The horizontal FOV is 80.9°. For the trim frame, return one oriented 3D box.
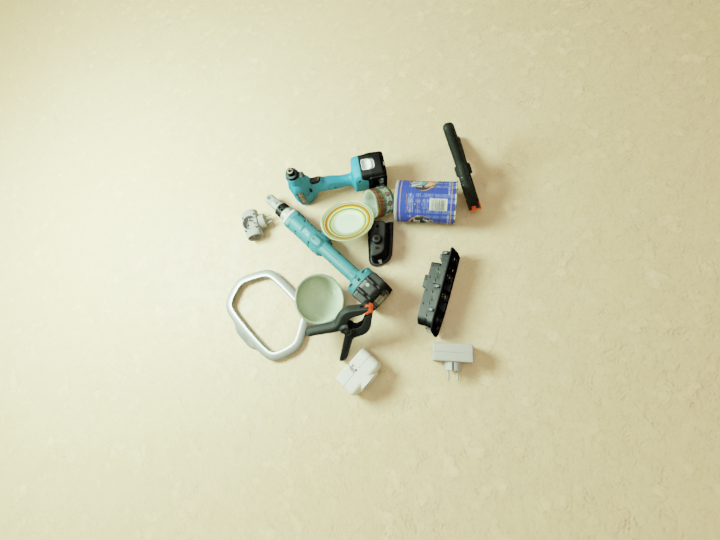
[{"bbox_3d":[-0.238,0.109,1.073,0.258,0.026,0.184,42,87,21],"label":"trim frame"}]

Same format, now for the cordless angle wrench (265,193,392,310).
[{"bbox_3d":[-0.104,-0.068,1.061,0.442,0.093,0.074,42,90,25],"label":"cordless angle wrench"}]

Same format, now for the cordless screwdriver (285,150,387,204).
[{"bbox_3d":[-0.061,-0.237,1.064,0.252,0.153,0.076,-11,73,9],"label":"cordless screwdriver"}]

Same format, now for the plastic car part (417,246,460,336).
[{"bbox_3d":[0.173,0.047,0.963,0.070,0.063,0.204,7,75,25],"label":"plastic car part"}]

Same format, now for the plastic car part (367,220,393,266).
[{"bbox_3d":[0.044,-0.075,1.031,0.067,0.068,0.119,-3,70,13],"label":"plastic car part"}]
